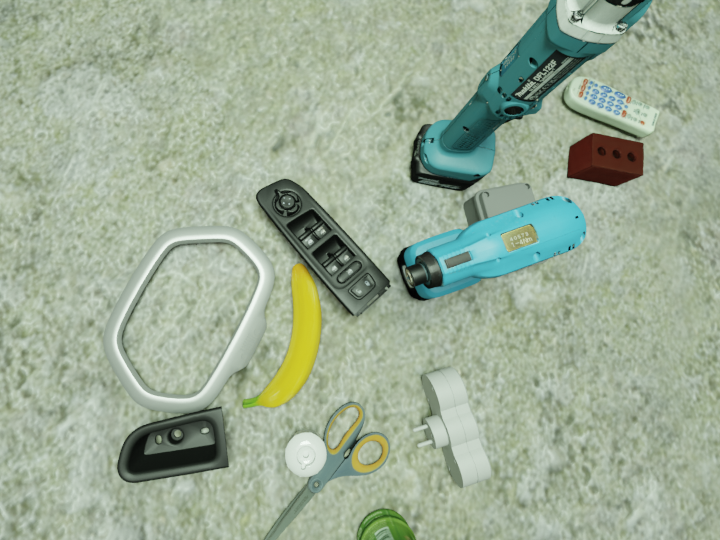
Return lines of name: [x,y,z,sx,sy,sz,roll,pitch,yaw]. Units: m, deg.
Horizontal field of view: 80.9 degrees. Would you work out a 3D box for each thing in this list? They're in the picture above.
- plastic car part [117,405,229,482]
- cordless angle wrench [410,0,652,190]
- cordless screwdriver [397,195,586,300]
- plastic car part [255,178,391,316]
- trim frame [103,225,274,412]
plastic car part: [-0.213,0.198,0.495,0.115,0.071,0.067,-9,83,-7]
cordless angle wrench: [0.153,-0.179,0.411,0.097,0.424,0.075,11,82,-8]
cordless screwdriver: [0.097,-0.009,0.466,0.157,0.249,0.075,-19,87,-10]
plastic car part: [-0.054,-0.035,0.550,0.066,0.067,0.205,-40,86,-11]
trim frame: [-0.215,0.057,0.541,0.184,0.027,0.249,25,79,0]
